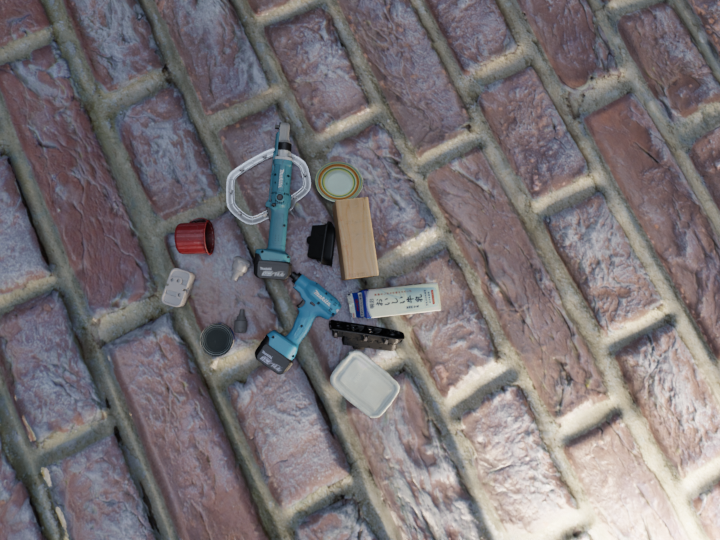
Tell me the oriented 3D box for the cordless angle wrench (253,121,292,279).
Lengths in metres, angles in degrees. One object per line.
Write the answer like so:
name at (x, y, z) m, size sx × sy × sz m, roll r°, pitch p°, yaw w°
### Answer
cordless angle wrench at (-0.217, -0.188, 1.123) m, size 0.097 × 0.075 × 0.425 m, roll 5°, pitch 85°, yaw -8°

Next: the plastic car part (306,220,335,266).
plastic car part at (-0.111, -0.073, 1.140) m, size 0.074 × 0.063 × 0.117 m, roll 0°, pitch 81°, yaw 23°

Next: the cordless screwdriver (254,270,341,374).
cordless screwdriver at (-0.183, 0.134, 1.104) m, size 0.160 × 0.074 × 0.248 m, roll 39°, pitch 79°, yaw 2°

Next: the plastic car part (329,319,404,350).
plastic car part at (0.017, 0.177, 1.112) m, size 0.202 × 0.067 × 0.067 m, roll 4°, pitch 94°, yaw -3°

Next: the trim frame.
trim frame at (-0.256, -0.234, 1.170) m, size 0.247 × 0.027 × 0.185 m, roll -31°, pitch 86°, yaw -8°
